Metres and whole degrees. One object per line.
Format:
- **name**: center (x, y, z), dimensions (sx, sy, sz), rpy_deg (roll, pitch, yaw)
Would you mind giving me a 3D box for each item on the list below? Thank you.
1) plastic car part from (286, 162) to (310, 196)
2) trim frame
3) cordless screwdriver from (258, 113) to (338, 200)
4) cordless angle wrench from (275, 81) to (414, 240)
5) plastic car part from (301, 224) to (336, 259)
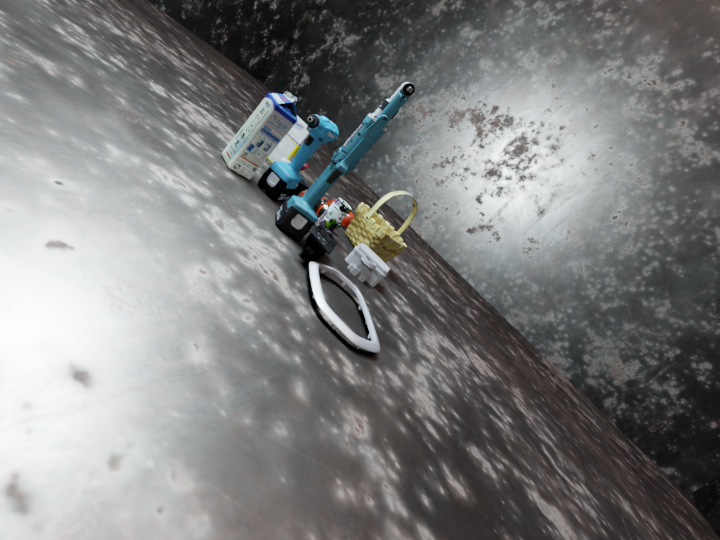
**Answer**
- **plastic car part**: center (-0.204, -0.259, 1.253), dimensions (0.062, 0.071, 0.123), rpy_deg (29, 20, -43)
- **trim frame**: center (-0.032, 0.067, 0.841), dimensions (0.176, 0.028, 0.258), rpy_deg (35, 16, -26)
- **cordless screwdriver**: center (-0.165, -0.294, 1.094), dimensions (0.076, 0.250, 0.155), rpy_deg (46, 15, 8)
- **cordless angle wrench**: center (-0.034, -0.250, 0.956), dimensions (0.071, 0.425, 0.101), rpy_deg (37, 16, -23)
- **plastic car part**: center (-0.095, -0.062, 0.973), dimensions (0.066, 0.067, 0.203), rpy_deg (42, 14, -5)
